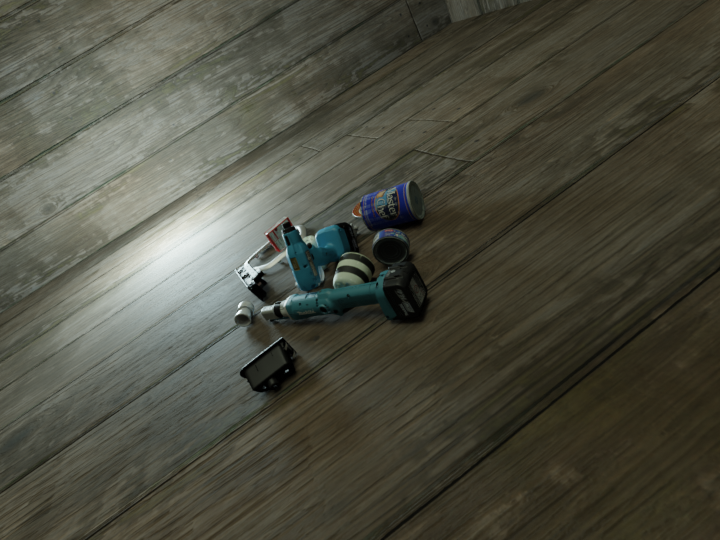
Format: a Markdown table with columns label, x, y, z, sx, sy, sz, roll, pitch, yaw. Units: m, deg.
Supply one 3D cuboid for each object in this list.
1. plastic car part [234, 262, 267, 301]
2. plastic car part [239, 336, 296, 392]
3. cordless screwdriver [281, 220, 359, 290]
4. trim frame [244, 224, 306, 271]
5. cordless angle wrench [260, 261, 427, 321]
| label | x | y | z | sx | sy | sz | roll | pitch | yaw |
| --- | --- | --- | --- | --- | --- | --- | --- | --- | --- |
| plastic car part | -0.315 | 0.021 | 1.221 | 0.067 | 0.063 | 0.213 | -56 | 32 | -7 |
| plastic car part | -0.179 | 0.204 | 0.855 | 0.116 | 0.062 | 0.075 | -38 | 43 | -6 |
| cordless screwdriver | -0.100 | -0.066 | 1.026 | 0.077 | 0.157 | 0.244 | -17 | 10 | 29 |
| trim frame | -0.275 | -0.069 | 1.371 | 0.246 | 0.026 | 0.194 | -46 | 34 | -21 |
| cordless angle wrench | -0.068 | 0.070 | 0.921 | 0.439 | 0.094 | 0.074 | -12 | 30 | 36 |
